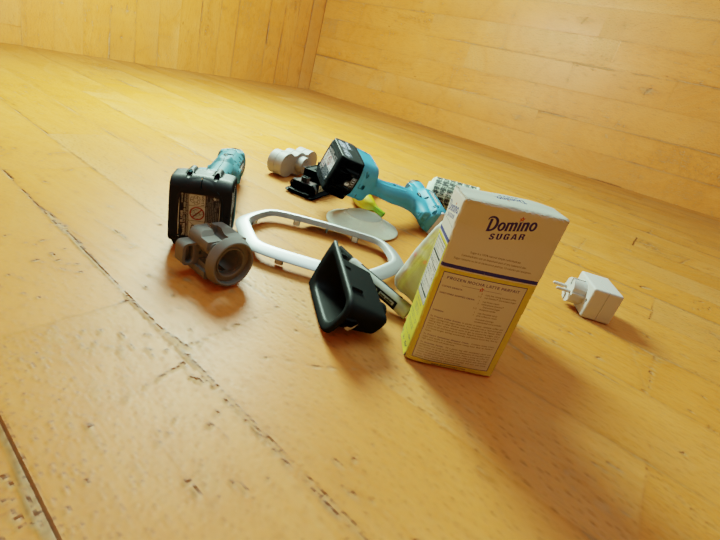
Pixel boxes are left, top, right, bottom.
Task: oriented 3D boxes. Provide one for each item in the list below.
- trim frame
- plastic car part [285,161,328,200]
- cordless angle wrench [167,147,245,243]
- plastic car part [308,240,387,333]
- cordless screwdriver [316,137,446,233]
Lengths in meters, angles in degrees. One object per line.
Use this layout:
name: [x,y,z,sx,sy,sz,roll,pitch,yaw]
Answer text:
trim frame: [-0.059,-0.039,0.605,0.250,0.027,0.186,13,26,3]
plastic car part: [-0.075,-0.197,0.888,0.069,0.066,0.198,17,22,21]
cordless angle wrench: [-0.223,-0.155,0.691,0.073,0.096,0.437,6,23,-13]
plastic car part: [-0.008,0.030,0.459,0.068,0.066,0.122,20,24,-26]
cordless screwdriver: [0.041,-0.165,0.796,0.239,0.074,0.165,20,32,-23]
